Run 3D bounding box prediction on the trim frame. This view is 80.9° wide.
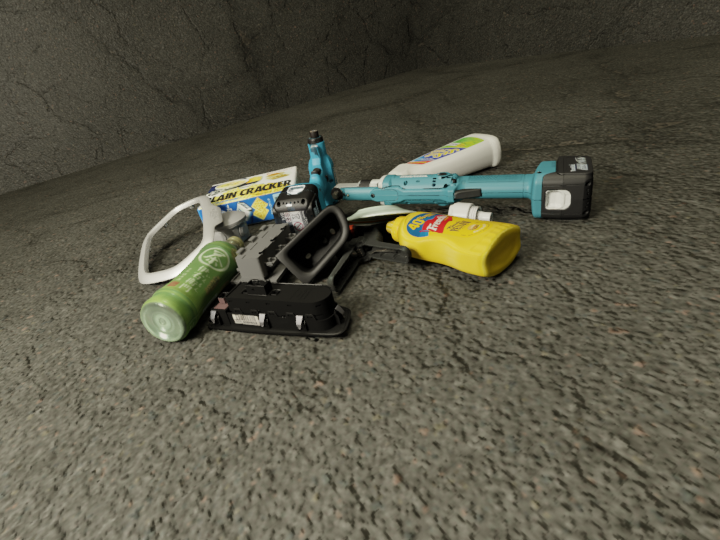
[{"bbox_3d":[-0.347,-0.064,0.810,0.184,0.026,0.261,-34,39,2],"label":"trim frame"}]

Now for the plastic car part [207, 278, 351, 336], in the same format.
[{"bbox_3d":[-0.107,0.043,0.542,0.211,0.065,0.065,4,24,26],"label":"plastic car part"}]

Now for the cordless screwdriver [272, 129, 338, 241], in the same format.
[{"bbox_3d":[-0.096,-0.162,0.803,0.076,0.154,0.252,-5,30,13],"label":"cordless screwdriver"}]

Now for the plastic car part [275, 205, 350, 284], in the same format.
[{"bbox_3d":[-0.063,-0.041,0.643,0.116,0.066,0.071,-46,0,0],"label":"plastic car part"}]

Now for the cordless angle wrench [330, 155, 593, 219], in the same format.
[{"bbox_3d":[0.144,-0.139,0.723,0.441,0.072,0.097,5,32,27],"label":"cordless angle wrench"}]
